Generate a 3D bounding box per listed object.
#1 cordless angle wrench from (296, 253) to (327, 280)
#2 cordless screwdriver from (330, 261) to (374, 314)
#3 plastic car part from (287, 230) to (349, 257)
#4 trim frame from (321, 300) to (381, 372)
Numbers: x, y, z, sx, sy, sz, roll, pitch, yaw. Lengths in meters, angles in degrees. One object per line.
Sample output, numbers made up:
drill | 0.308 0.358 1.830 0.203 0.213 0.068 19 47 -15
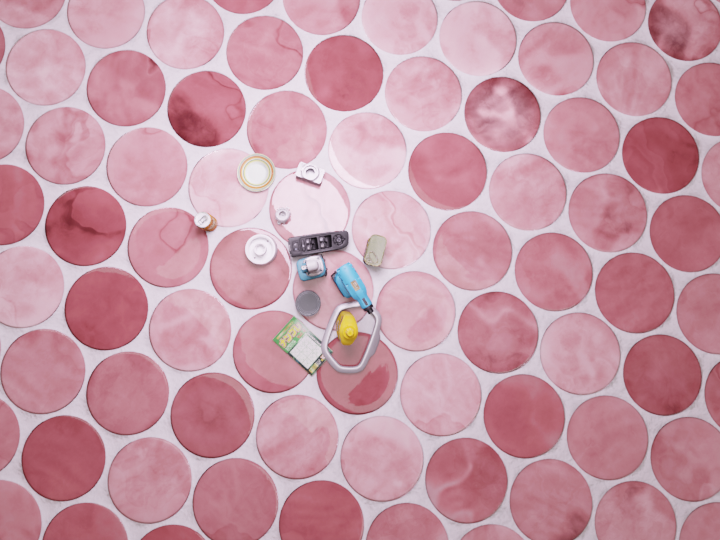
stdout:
cordless angle wrench | -0.139 -0.010 1.223 0.097 0.424 0.074 -14 91 -7
cordless screwdriver | -0.022 0.054 1.307 0.074 0.249 0.159 -31 91 -6
plastic car part | -0.138 -0.090 1.407 0.202 0.067 0.066 -9 88 -2
trim frame | -0.027 0.219 1.406 0.184 0.027 0.249 20 86 0
